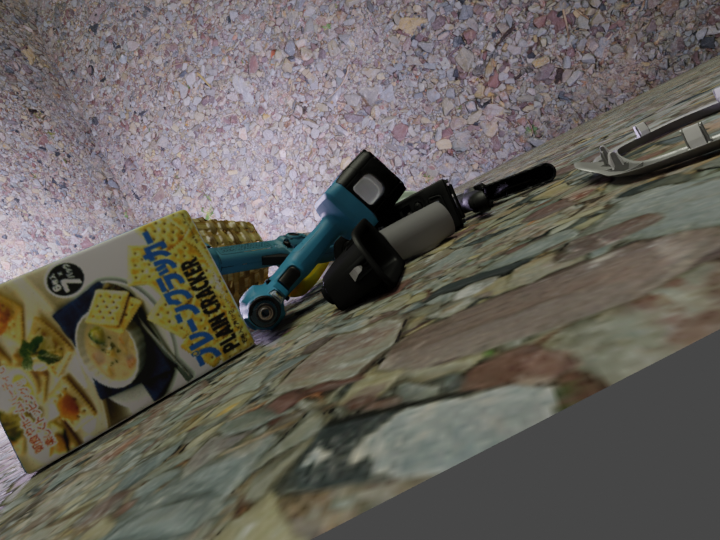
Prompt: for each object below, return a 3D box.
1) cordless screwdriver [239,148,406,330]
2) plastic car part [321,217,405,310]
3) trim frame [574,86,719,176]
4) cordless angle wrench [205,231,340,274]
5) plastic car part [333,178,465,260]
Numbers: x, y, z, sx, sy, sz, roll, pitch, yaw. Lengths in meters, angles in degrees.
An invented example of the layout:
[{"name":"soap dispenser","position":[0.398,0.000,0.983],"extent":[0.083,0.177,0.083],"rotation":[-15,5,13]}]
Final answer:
[{"name":"cordless screwdriver","position":[-0.049,-0.032,0.496],"extent":[0.248,0.073,0.162],"rotation":[-50,9,-10]},{"name":"plastic car part","position":[-0.005,0.001,0.399],"extent":[0.071,0.066,0.115],"rotation":[-42,2,19]},{"name":"trim frame","position":[0.274,-0.122,0.339],"extent":[0.189,0.027,0.243],"rotation":[-25,8,31]},{"name":"cordless angle wrench","position":[-0.102,-0.028,0.638],"extent":[0.406,0.073,0.104],"rotation":[-12,25,-38]},{"name":"plastic car part","position":[0.047,-0.053,0.587],"extent":[0.208,0.067,0.064],"rotation":[-24,-6,30]}]
